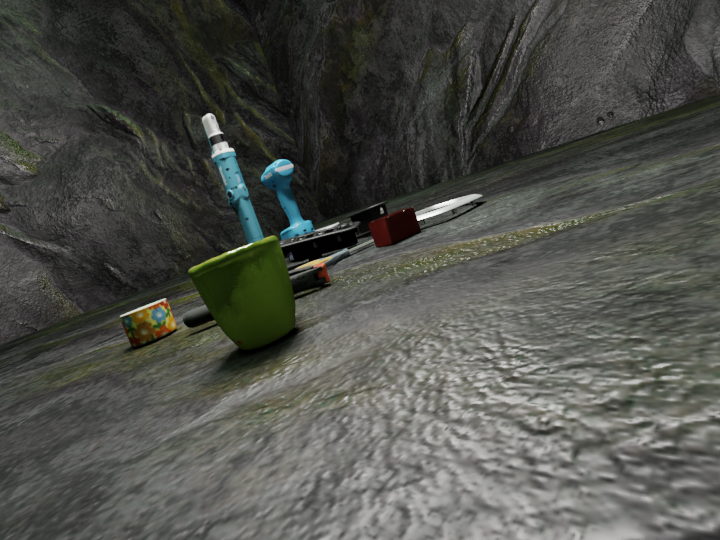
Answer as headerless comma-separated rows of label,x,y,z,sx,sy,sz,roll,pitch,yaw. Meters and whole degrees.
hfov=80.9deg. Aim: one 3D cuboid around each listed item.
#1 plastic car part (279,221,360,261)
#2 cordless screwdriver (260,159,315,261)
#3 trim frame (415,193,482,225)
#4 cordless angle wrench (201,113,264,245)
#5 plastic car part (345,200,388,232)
plastic car part,-0.091,-0.060,0.935,0.205,0.066,0.066,-18,7,7
cordless screwdriver,-0.186,-0.148,1.075,0.072,0.247,0.165,-22,7,-28
trim frame,0.156,-0.124,0.922,0.192,0.027,0.241,-9,14,47
cordless angle wrench,-0.316,-0.196,1.082,0.102,0.419,0.072,-15,6,39
plastic car part,0.028,-0.122,1.034,0.064,0.070,0.121,-24,9,-31
